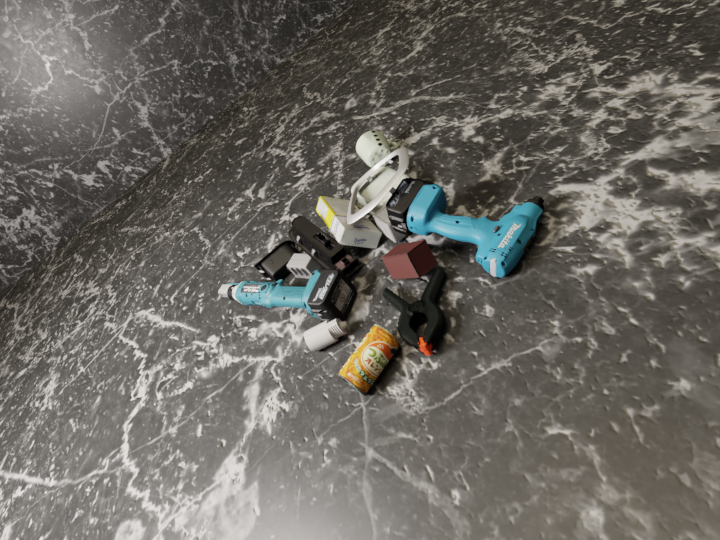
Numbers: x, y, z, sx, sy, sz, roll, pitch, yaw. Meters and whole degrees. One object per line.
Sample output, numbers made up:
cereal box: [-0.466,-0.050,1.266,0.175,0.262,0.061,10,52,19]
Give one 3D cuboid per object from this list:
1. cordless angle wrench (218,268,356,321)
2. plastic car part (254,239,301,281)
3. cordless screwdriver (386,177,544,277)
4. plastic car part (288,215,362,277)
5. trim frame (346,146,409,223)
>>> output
cordless angle wrench: [-0.201,0.053,0.961,0.443,0.070,0.098,-1,52,42]
plastic car part: [-0.187,-0.016,1.031,0.116,0.062,0.075,-40,51,-7]
cordless screwdriver: [0.182,-0.102,0.757,0.262,0.070,0.159,28,71,34]
plastic car part: [-0.091,-0.059,0.929,0.066,0.064,0.214,-43,54,-13]
trim frame: [0.032,-0.177,0.879,0.186,0.026,0.254,-39,23,22]
